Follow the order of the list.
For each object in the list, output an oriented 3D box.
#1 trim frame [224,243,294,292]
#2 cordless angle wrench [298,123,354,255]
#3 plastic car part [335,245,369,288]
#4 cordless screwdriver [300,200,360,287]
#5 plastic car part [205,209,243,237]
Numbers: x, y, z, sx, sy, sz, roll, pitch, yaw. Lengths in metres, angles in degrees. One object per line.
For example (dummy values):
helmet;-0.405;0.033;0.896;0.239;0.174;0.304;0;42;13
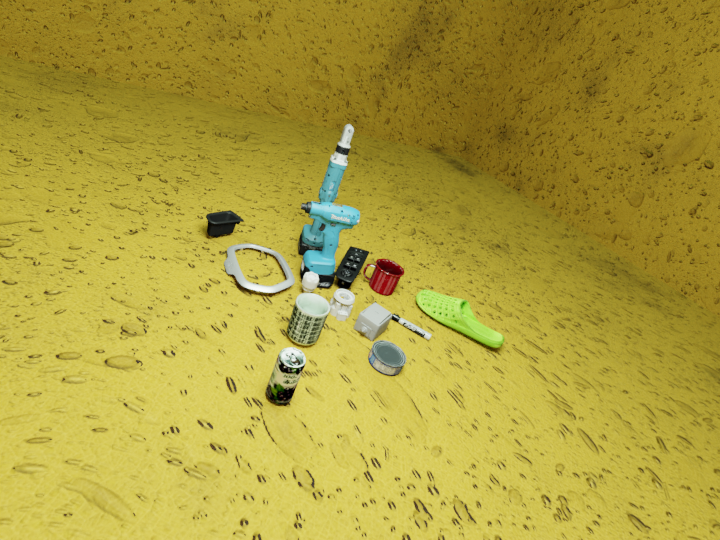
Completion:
trim frame;-0.286;-0.010;1.183;0.176;0.027;0.262;2;33;-29
cordless angle wrench;-0.099;-0.234;1.280;0.072;0.418;0.101;14;28;-16
plastic car part;-0.032;-0.006;1.289;0.067;0.066;0.203;22;28;3
cordless screwdriver;-0.114;-0.075;1.170;0.154;0.246;0.077;12;29;-18
plastic car part;-0.423;-0.135;1.275;0.069;0.070;0.113;34;31;23
